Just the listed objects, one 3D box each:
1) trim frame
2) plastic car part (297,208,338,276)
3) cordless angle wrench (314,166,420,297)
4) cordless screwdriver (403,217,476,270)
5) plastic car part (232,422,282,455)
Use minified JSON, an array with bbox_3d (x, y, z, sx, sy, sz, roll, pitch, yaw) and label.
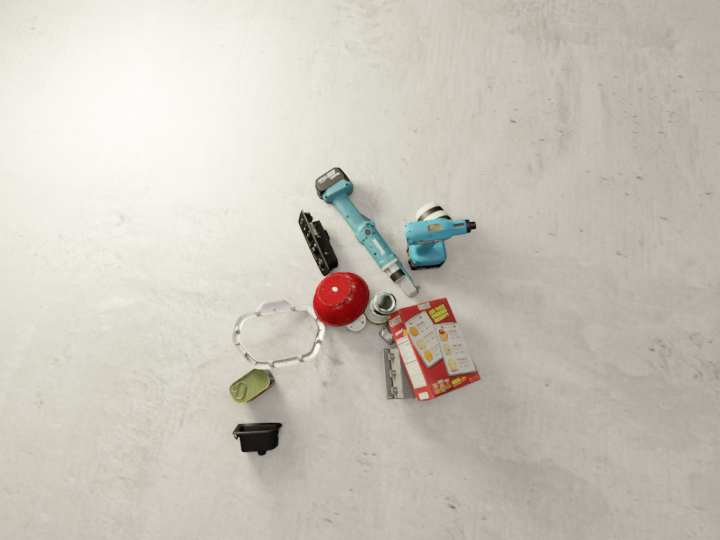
[{"bbox_3d":[-0.212,0.161,1.102,0.244,0.027,0.192,-9,55,-14],"label":"trim frame"},{"bbox_3d":[-0.116,-0.076,1.188,0.065,0.066,0.210,-8,63,-29],"label":"plastic car part"},{"bbox_3d":[0.020,-0.101,1.180,0.097,0.072,0.435,-34,75,-5],"label":"cordless angle wrench"},{"bbox_3d":[0.191,-0.069,1.055,0.161,0.241,0.076,-7,75,6],"label":"cordless screwdriver"},{"bbox_3d":[-0.255,0.423,1.055,0.117,0.066,0.071,-1,89,2],"label":"plastic car part"}]
